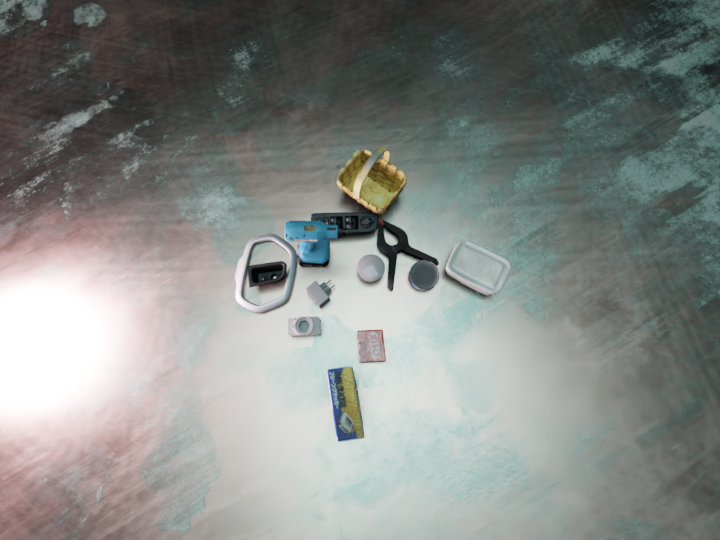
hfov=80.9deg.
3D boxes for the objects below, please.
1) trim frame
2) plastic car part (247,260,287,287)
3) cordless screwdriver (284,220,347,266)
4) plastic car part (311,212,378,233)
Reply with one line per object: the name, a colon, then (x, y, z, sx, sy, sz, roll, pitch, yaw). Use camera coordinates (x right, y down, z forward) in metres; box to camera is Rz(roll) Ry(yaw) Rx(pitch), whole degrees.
trim frame: (-0.289, 0.005, 1.278, 0.186, 0.027, 0.252, 5, 73, 6)
plastic car part: (-0.268, 0.015, 1.251, 0.117, 0.069, 0.067, -10, 73, 0)
cordless screwdriver: (-0.115, -0.075, 1.175, 0.160, 0.243, 0.075, 2, 75, 2)
plastic car part: (-0.047, -0.137, 1.283, 0.204, 0.065, 0.067, -3, 73, 3)
